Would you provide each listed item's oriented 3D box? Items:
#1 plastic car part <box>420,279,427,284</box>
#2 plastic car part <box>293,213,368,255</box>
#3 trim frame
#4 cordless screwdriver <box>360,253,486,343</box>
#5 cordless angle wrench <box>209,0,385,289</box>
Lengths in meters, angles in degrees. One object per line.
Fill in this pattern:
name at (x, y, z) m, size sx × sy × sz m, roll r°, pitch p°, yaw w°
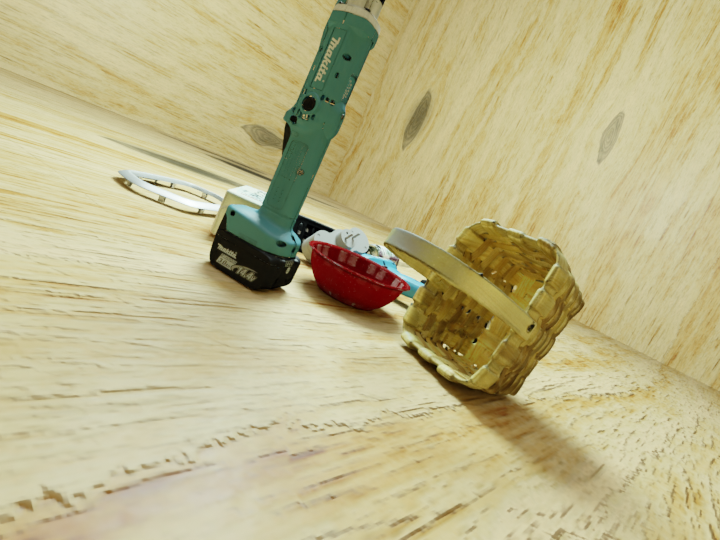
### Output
plastic car part at (0.161, 0.051, 0.857) m, size 0.111 × 0.066 × 0.074 m, roll 23°, pitch -5°, yaw -30°
plastic car part at (-0.082, -0.053, 0.835) m, size 0.196 × 0.067 × 0.069 m, roll 19°, pitch -15°, yaw -19°
trim frame at (-0.338, -0.147, 0.803) m, size 0.190 × 0.027 × 0.242 m, roll 27°, pitch 12°, yaw 13°
cordless screwdriver at (0.083, 0.033, 0.712) m, size 0.263 × 0.074 × 0.151 m, roll 27°, pitch 9°, yaw 38°
cordless angle wrench at (-0.050, -0.182, 0.486) m, size 0.102 × 0.421 × 0.071 m, roll 28°, pitch 9°, yaw 21°
